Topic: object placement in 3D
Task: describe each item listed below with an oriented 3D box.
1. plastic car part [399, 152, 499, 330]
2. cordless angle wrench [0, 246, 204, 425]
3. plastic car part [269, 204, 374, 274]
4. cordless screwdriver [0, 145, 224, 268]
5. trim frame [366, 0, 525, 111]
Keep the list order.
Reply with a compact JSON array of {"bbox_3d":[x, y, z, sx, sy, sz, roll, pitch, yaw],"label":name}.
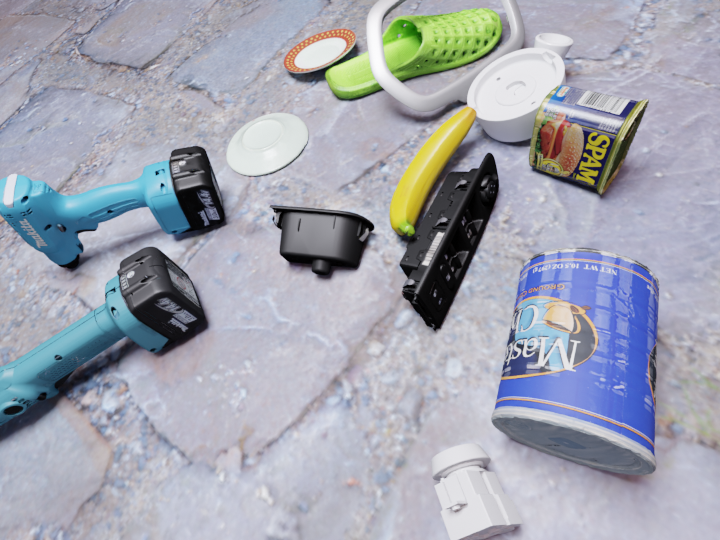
[{"bbox_3d":[0.095,-0.040,0.456,0.071,0.063,0.203,10,60,48],"label":"plastic car part"},{"bbox_3d":[-0.375,0.129,0.461,0.422,0.093,0.078,-33,54,-3],"label":"cordless angle wrench"},{"bbox_3d":[-0.048,-0.031,0.491,0.120,0.063,0.071,9,76,16],"label":"plastic car part"},{"bbox_3d":[-0.308,-0.072,0.556,0.245,0.155,0.077,-12,59,-12],"label":"cordless screwdriver"},{"bbox_3d":[0.118,-0.322,0.583,0.246,0.028,0.184,-37,91,-12],"label":"trim frame"}]
